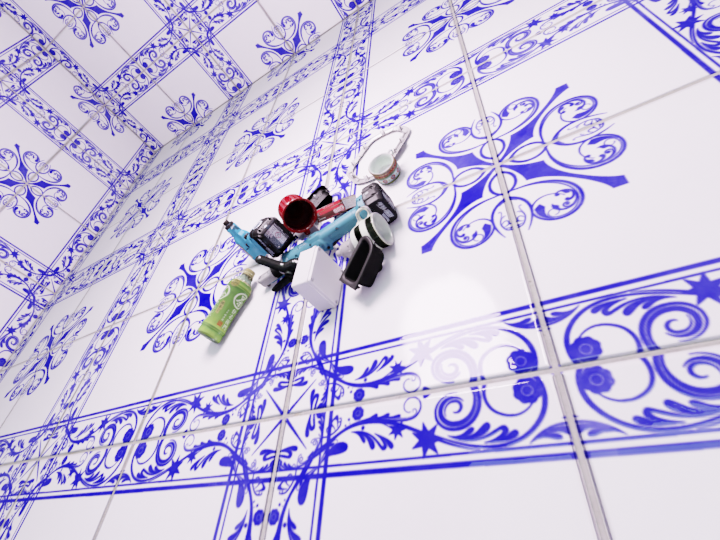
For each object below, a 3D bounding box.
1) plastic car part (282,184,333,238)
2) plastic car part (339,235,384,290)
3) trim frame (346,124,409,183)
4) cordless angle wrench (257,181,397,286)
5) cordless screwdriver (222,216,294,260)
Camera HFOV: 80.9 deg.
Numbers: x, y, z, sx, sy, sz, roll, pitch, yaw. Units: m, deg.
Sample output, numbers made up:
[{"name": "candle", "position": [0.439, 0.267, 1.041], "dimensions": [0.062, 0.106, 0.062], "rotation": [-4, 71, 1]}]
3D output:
[{"name": "plastic car part", "position": [-0.152, -0.169, 1.251], "dimensions": [0.071, 0.063, 0.202], "rotation": [25, 72, 42]}, {"name": "plastic car part", "position": [0.016, -0.010, 0.932], "dimensions": [0.070, 0.067, 0.116], "rotation": [28, 90, 52]}, {"name": "trim frame", "position": [0.052, -0.355, 1.278], "dimensions": [0.194, 0.026, 0.248], "rotation": [11, 60, 46]}, {"name": "cordless angle wrench", "position": [-0.107, -0.070, 1.092], "dimensions": [0.430, 0.093, 0.077], "rotation": [-31, 40, 21]}, {"name": "cordless screwdriver", "position": [-0.297, -0.099, 1.186], "dimensions": [0.074, 0.154, 0.258], "rotation": [-53, 21, -23]}]
